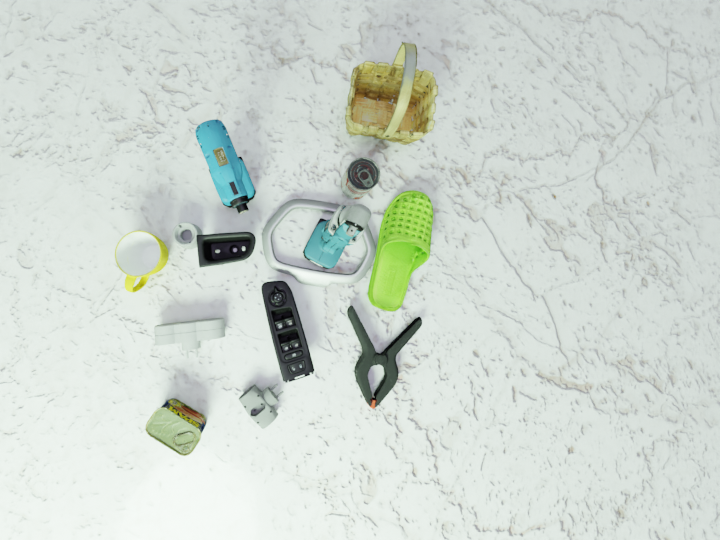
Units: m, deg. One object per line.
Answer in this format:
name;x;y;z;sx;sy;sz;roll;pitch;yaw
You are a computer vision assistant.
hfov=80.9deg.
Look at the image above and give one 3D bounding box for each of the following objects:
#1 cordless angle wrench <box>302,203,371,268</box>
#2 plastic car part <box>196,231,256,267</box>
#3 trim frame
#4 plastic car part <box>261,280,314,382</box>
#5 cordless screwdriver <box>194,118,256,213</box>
cordless angle wrench;-0.039;-0.062;0.717;0.073;0.427;0.098;28;83;-9
plastic car part;-0.271;-0.044;0.872;0.115;0.071;0.066;-7;88;-7
trim frame;-0.089;-0.058;0.912;0.246;0.027;0.185;9;84;-4
plastic car part;-0.153;0.118;0.869;0.066;0.067;0.204;-15;87;-9
cordless screwdriver;-0.241;-0.166;0.796;0.074;0.251;0.159;-23;91;-10
